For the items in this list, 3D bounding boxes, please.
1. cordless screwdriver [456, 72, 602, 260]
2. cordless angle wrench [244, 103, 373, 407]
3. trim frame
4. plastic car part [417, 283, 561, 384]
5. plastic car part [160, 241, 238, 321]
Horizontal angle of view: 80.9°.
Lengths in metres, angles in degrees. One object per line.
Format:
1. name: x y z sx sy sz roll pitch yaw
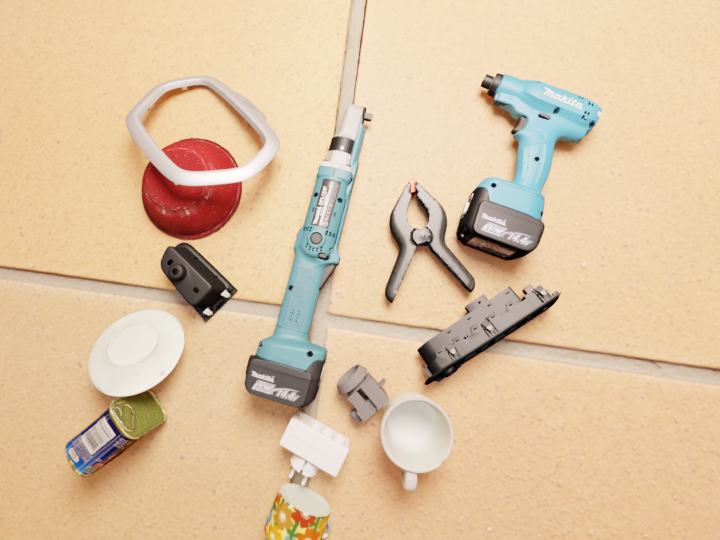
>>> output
1. cordless screwdriver: 0.202 -0.149 0.575 0.162 0.073 0.249 26 82 8
2. cordless angle wrench: -0.058 -0.038 0.589 0.099 0.073 0.425 13 81 5
3. trim frame: -0.227 -0.207 0.612 0.181 0.027 0.259 -35 64 -22
4. plastic car part: 0.156 0.077 0.553 0.203 0.064 0.069 -38 73 0
5. plastic car part: -0.243 0.010 0.599 0.118 0.070 0.066 45 87 5
